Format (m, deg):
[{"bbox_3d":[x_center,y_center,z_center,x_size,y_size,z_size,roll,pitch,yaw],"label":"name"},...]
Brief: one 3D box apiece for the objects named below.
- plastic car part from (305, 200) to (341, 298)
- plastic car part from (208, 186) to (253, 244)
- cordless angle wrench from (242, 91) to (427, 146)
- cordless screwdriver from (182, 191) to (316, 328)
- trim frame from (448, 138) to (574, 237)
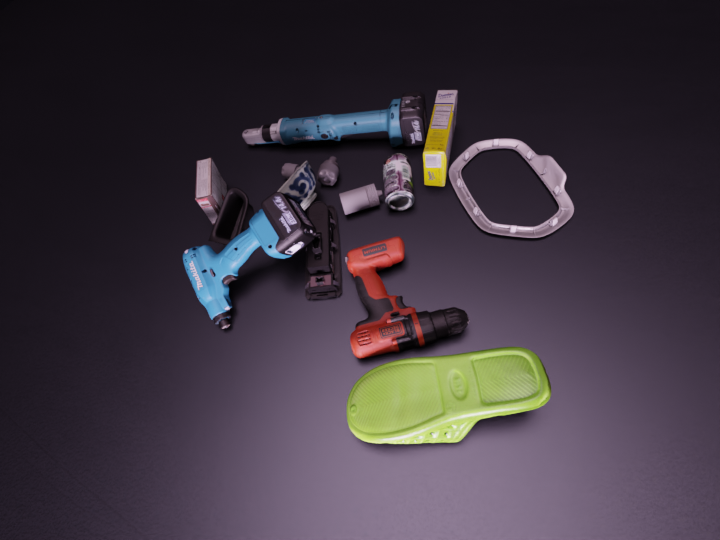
[{"bbox_3d":[-0.077,-0.050,0.786,0.068,0.064,0.209,-12,54,13],"label":"plastic car part"},{"bbox_3d":[-0.246,-0.100,0.852,0.068,0.068,0.117,12,78,17],"label":"plastic car part"},{"bbox_3d":[-0.073,-0.316,0.936,0.436,0.093,0.076,1,62,19],"label":"cordless angle wrench"},{"bbox_3d":[-0.194,-0.017,0.750,0.251,0.071,0.163,-31,75,14],"label":"cordless screwdriver"},{"bbox_3d":[0.274,-0.161,0.782,0.185,0.026,0.259,-18,54,2],"label":"trim frame"}]
